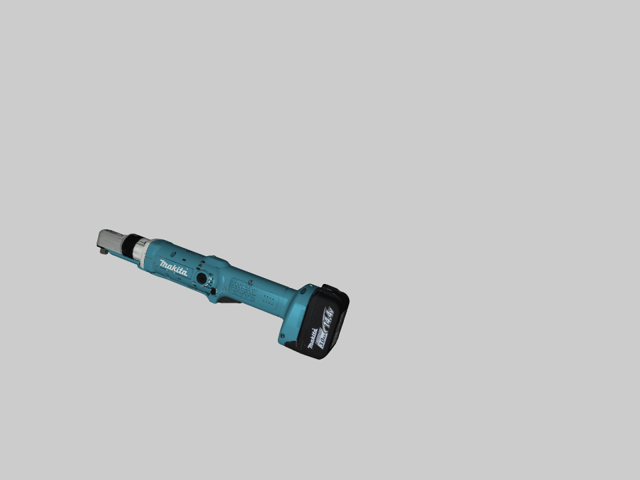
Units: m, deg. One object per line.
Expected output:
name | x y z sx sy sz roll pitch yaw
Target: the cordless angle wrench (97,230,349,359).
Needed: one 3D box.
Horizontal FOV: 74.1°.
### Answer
cordless angle wrench | -0.168 0.058 0.653 0.423 0.098 0.074 19 8 13
